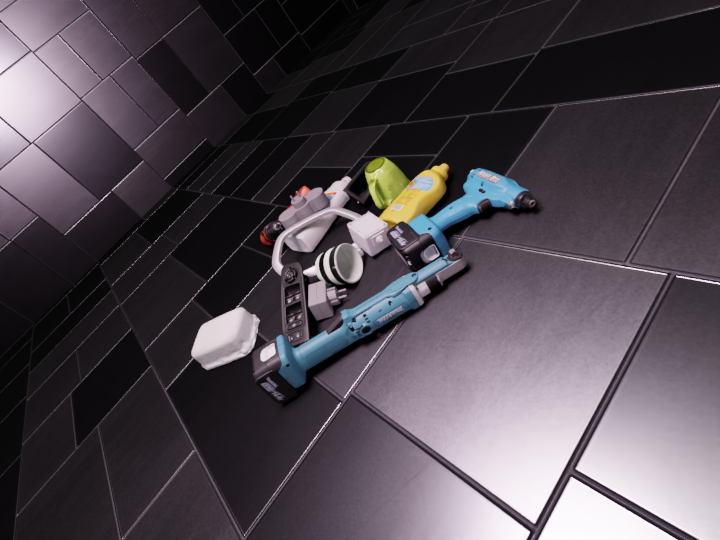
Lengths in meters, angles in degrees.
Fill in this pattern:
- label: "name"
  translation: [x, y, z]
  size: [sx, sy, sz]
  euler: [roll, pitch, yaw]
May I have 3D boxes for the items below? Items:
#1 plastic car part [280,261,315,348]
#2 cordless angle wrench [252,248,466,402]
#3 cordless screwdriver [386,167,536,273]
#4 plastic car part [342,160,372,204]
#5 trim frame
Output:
- label: "plastic car part"
  translation: [-0.129, 0.072, 0.894]
  size: [0.068, 0.063, 0.210]
  euler: [-31, 54, 27]
- label: "cordless angle wrench"
  translation: [0.001, 0.089, 0.758]
  size: [0.425, 0.093, 0.077]
  euler: [-32, 33, 6]
- label: "cordless screwdriver"
  translation: [0.183, -0.090, 0.787]
  size: [0.249, 0.071, 0.167]
  euler: [-37, 33, -1]
- label: "plastic car part"
  translation: [0.008, -0.222, 1.113]
  size: [0.116, 0.067, 0.070]
  euler: [-54, -5, -19]
- label: "trim frame"
  translation: [-0.099, -0.065, 1.016]
  size: [0.247, 0.026, 0.194]
  euler: [-29, 51, -5]
